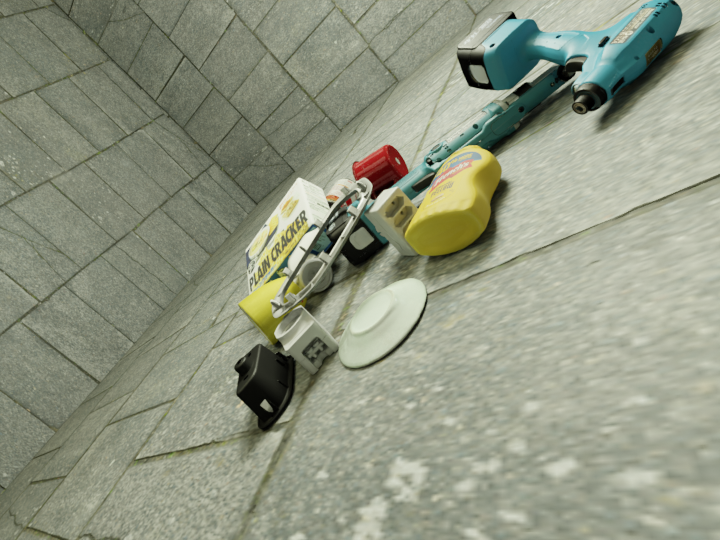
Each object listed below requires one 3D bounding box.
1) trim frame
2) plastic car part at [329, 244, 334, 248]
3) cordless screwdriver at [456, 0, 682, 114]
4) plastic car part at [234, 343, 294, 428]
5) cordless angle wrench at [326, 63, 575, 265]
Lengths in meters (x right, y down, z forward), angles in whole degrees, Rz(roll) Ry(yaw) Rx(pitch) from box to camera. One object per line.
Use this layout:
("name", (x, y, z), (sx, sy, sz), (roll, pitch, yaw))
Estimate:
("trim frame", (-0.060, -0.039, 0.616), (0.249, 0.027, 0.189), (-62, 19, -16))
("plastic car part", (-0.066, -0.069, 0.845), (0.207, 0.066, 0.066), (-34, 12, 41))
("cordless screwdriver", (0.236, -0.272, 0.552), (0.159, 0.070, 0.263), (-47, 40, -8))
("plastic car part", (-0.130, 0.137, 0.545), (0.066, 0.069, 0.119), (-44, 15, 6))
("cordless angle wrench", (0.130, -0.168, 0.652), (0.427, 0.072, 0.100), (-37, 20, 15))
